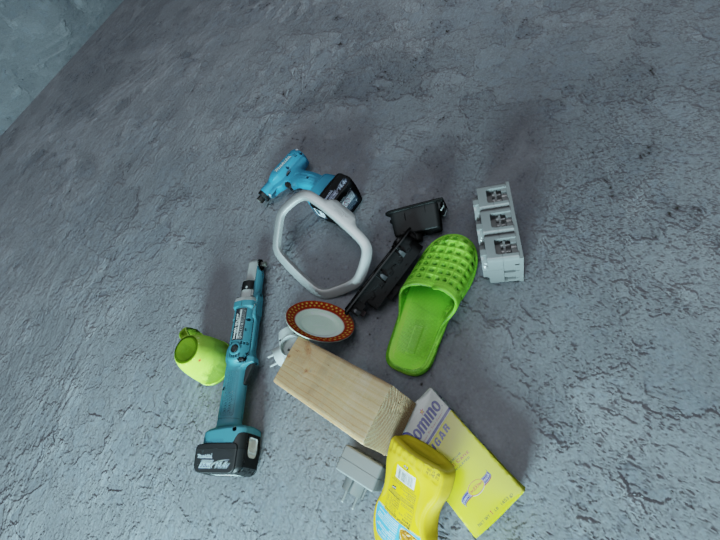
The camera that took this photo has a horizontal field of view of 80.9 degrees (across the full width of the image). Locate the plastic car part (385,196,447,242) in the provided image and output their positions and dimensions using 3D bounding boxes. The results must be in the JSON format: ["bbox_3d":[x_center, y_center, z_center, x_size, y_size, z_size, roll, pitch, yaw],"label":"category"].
[{"bbox_3d":[0.114,-0.092,0.829,0.119,0.063,0.072,-15,72,20],"label":"plastic car part"}]

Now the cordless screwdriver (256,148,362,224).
[{"bbox_3d":[-0.128,-0.181,0.974,0.263,0.070,0.159,35,80,38],"label":"cordless screwdriver"}]

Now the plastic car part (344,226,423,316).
[{"bbox_3d":[0.049,0.009,0.783,0.069,0.065,0.203,33,89,10],"label":"plastic car part"}]

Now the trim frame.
[{"bbox_3d":[-0.085,-0.055,0.865,0.260,0.026,0.184,42,108,24],"label":"trim frame"}]

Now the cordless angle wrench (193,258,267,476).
[{"bbox_3d":[-0.232,0.163,0.830,0.100,0.070,0.435,-11,57,17],"label":"cordless angle wrench"}]
